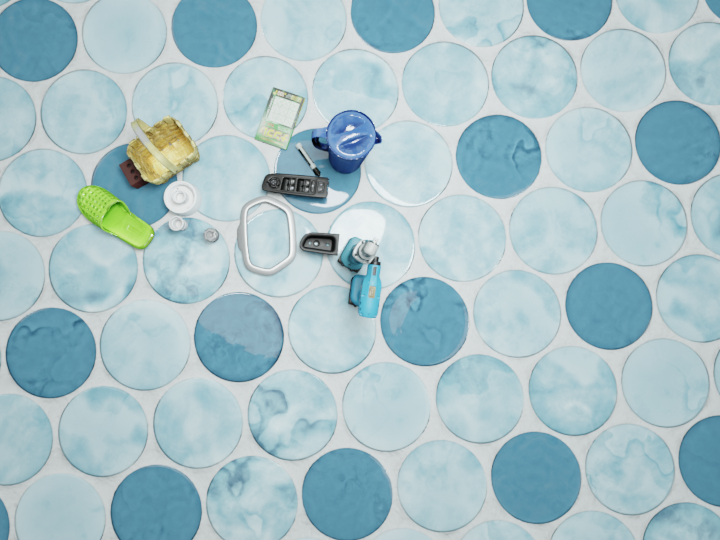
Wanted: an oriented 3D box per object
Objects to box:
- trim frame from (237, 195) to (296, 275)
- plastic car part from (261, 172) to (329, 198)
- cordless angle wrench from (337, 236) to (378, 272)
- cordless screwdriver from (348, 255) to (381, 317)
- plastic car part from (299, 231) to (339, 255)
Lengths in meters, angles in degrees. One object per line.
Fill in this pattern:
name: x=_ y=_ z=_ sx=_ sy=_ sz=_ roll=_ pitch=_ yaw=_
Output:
trim frame: x=-0.291 y=-0.109 z=1.306 sx=0.184 sy=0.027 sz=0.249 roll=-5 pitch=87 yaw=-1
plastic car part: x=-0.199 y=-0.259 z=1.296 sx=0.203 sy=0.067 sz=0.066 roll=6 pitch=88 yaw=-1
cordless angle wrench: x=0.000 y=-0.046 z=1.107 sx=0.074 sy=0.424 sz=0.098 roll=30 pitch=87 yaw=-5
cordless screwdriver: x=0.018 y=0.041 z=1.189 sx=0.074 sy=0.249 sz=0.159 roll=8 pitch=89 yaw=-5
plastic car part: x=-0.126 y=-0.082 z=1.284 sx=0.116 sy=0.071 sz=0.066 roll=6 pitch=88 yaw=-2
